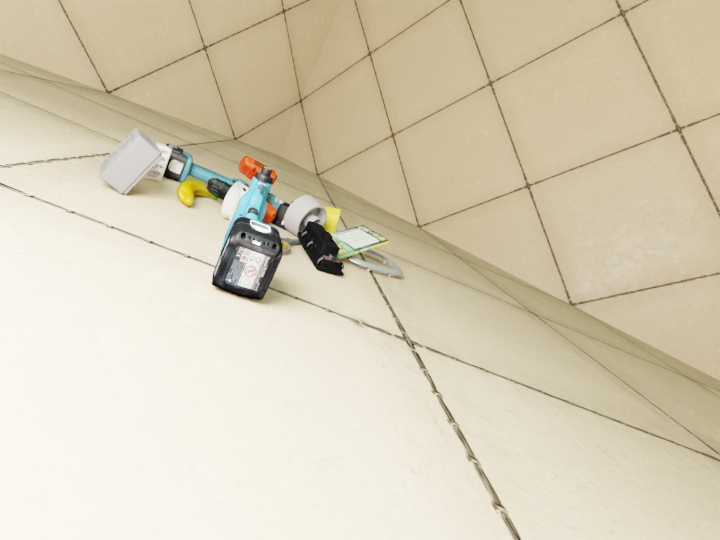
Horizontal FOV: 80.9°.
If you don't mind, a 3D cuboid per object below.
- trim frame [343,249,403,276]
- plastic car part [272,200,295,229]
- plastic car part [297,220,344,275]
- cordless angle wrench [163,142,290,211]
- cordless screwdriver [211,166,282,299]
[{"bbox_3d":[0.008,-0.035,1.122,0.236,0.027,0.195,12,19,-37],"label":"trim frame"},{"bbox_3d":[-0.189,-0.152,1.134,0.068,0.070,0.113,29,17,15],"label":"plastic car part"},{"bbox_3d":[-0.093,-0.061,0.951,0.064,0.066,0.213,6,21,-26],"label":"plastic car part"},{"bbox_3d":[-0.339,-0.224,1.165,0.407,0.074,0.102,21,13,-22],"label":"cordless angle wrench"},{"bbox_3d":[-0.169,-0.070,0.660,0.072,0.158,0.259,20,15,-22],"label":"cordless screwdriver"}]
